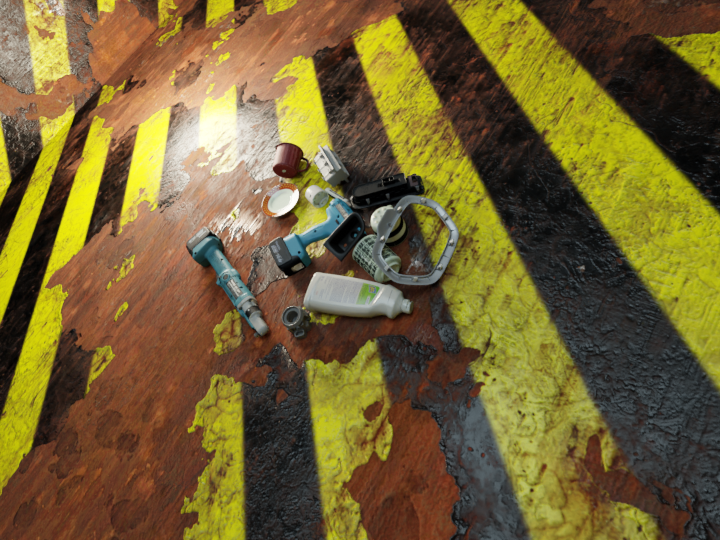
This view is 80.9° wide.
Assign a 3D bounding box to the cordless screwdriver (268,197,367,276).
[{"bbox_3d":[-0.110,-0.072,1.129,0.248,0.071,0.167,-34,61,-2],"label":"cordless screwdriver"}]

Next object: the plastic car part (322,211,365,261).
[{"bbox_3d":[-0.026,-0.085,1.052,0.068,0.069,0.117,43,97,15],"label":"plastic car part"}]

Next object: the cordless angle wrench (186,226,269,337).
[{"bbox_3d":[-0.369,0.030,1.195,0.098,0.070,0.447,-43,54,-4],"label":"cordless angle wrench"}]

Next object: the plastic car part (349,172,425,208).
[{"bbox_3d":[0.063,-0.217,1.134,0.207,0.064,0.068,-15,63,15],"label":"plastic car part"}]

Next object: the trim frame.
[{"bbox_3d":[0.128,-0.075,0.986,0.187,0.027,0.248,29,66,7],"label":"trim frame"}]
